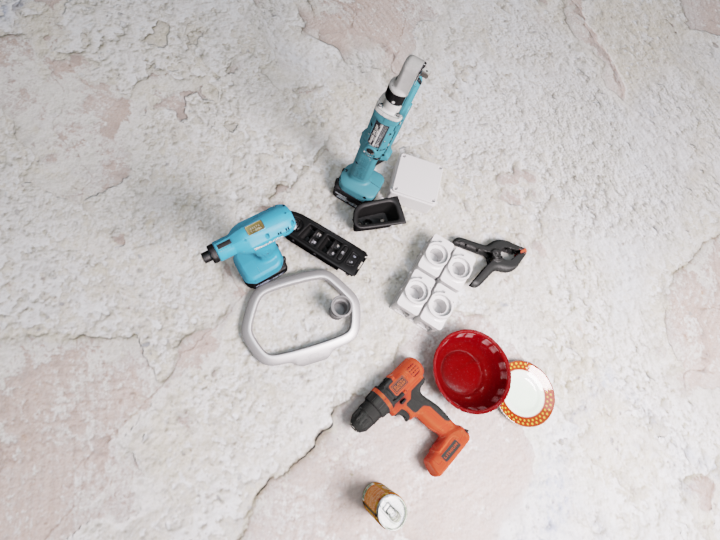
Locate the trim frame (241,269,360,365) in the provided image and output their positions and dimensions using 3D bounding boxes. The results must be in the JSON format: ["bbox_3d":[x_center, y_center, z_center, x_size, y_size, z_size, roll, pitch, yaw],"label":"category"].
[{"bbox_3d":[-0.120,0.097,0.863,0.244,0.027,0.189,-16,74,-13],"label":"trim frame"}]

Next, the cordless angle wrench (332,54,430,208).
[{"bbox_3d":[0.031,-0.240,0.793,0.098,0.422,0.074,32,70,-2],"label":"cordless angle wrench"}]

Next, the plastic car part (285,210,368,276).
[{"bbox_3d":[-0.088,-0.058,0.901,0.205,0.066,0.066,33,70,4],"label":"plastic car part"}]

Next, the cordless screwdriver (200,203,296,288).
[{"bbox_3d":[-0.204,-0.028,0.779,0.157,0.248,0.076,-29,82,-18],"label":"cordless screwdriver"}]

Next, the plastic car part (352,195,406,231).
[{"bbox_3d":[0.030,-0.114,0.935,0.114,0.070,0.067,-12,75,-13],"label":"plastic car part"}]
